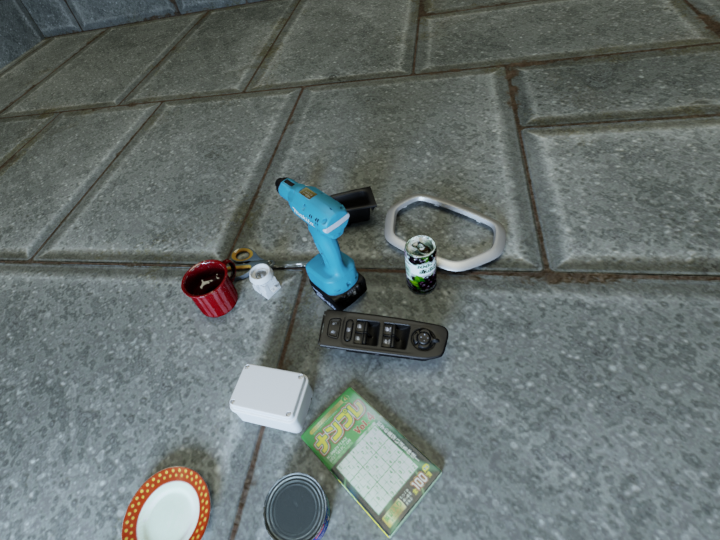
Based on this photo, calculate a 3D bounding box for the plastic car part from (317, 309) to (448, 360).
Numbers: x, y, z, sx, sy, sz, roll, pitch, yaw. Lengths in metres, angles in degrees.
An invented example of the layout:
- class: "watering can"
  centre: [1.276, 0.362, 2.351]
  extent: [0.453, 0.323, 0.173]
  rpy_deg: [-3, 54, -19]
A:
- class: "plastic car part"
  centre: [0.037, 0.115, 0.689]
  extent: [0.209, 0.064, 0.067]
  rpy_deg: [2, 50, 16]

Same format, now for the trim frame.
- class: "trim frame"
  centre: [0.164, -0.083, 0.855]
  extent: [0.262, 0.026, 0.182]
  rpy_deg: [26, 60, 32]

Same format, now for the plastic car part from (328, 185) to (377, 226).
- class: "plastic car part"
  centre: [-0.026, -0.128, 0.917]
  extent: [0.117, 0.068, 0.069]
  rpy_deg: [-13, 48, 2]

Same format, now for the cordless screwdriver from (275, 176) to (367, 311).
- class: "cordless screwdriver"
  centre: [-0.073, -0.048, 0.743]
  extent: [0.073, 0.238, 0.168]
  rpy_deg: [-36, 52, -20]
